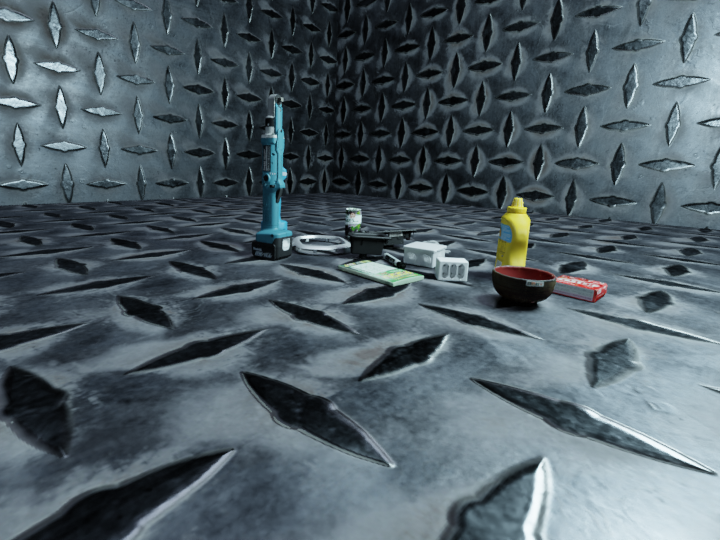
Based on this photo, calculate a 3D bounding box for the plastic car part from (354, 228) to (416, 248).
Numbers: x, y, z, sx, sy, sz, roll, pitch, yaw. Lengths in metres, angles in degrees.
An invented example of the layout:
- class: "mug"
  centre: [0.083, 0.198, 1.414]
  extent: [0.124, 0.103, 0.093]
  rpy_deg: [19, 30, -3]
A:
- class: "plastic car part"
  centre: [0.067, -0.102, 1.314]
  extent: [0.200, 0.066, 0.068]
  rpy_deg: [0, 13, -7]

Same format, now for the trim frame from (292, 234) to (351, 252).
- class: "trim frame"
  centre: [-0.127, -0.083, 1.295]
  extent: [0.181, 0.027, 0.256]
  rpy_deg: [-1, 14, -12]

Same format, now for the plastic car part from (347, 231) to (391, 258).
- class: "plastic car part"
  centre: [0.016, -0.069, 1.168]
  extent: [0.114, 0.070, 0.068]
  rpy_deg: [-1, 13, -15]

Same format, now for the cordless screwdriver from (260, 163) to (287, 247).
- class: "cordless screwdriver"
  centre: [-0.259, -0.190, 1.257]
  extent: [0.072, 0.246, 0.165]
  rpy_deg: [-1, 12, -20]

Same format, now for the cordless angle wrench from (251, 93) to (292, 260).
- class: "cordless angle wrench"
  centre: [-0.230, -0.241, 1.111]
  extent: [0.103, 0.418, 0.072]
  rpy_deg: [9, 13, 30]
